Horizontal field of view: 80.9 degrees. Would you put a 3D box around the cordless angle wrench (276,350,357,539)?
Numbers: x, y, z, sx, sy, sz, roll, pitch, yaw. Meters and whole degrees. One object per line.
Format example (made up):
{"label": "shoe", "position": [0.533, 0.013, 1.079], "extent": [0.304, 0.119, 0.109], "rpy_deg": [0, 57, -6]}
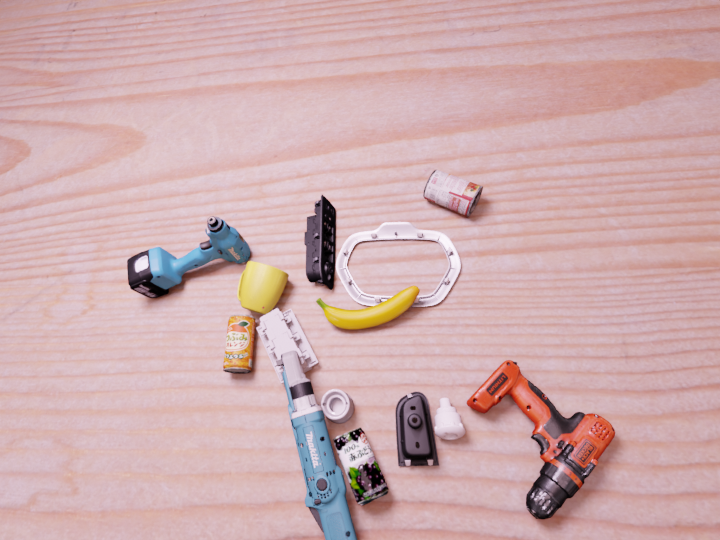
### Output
{"label": "cordless angle wrench", "position": [-0.057, 0.333, 0.659], "extent": [0.098, 0.072, 0.437], "rpy_deg": [-19, 68, 0]}

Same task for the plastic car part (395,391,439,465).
{"label": "plastic car part", "position": [0.089, 0.257, 0.694], "extent": [0.067, 0.068, 0.119], "rpy_deg": [-6, 66, 5]}

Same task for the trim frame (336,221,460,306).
{"label": "trim frame", "position": [0.073, -0.014, 0.857], "extent": [0.254, 0.026, 0.188], "rpy_deg": [-1, 63, 13]}

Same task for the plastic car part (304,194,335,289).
{"label": "plastic car part", "position": [-0.087, -0.057, 0.891], "extent": [0.068, 0.063, 0.209], "rpy_deg": [-13, 62, 14]}

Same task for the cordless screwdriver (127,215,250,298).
{"label": "cordless screwdriver", "position": [-0.368, -0.032, 0.884], "extent": [0.250, 0.153, 0.077], "rpy_deg": [-20, 64, 2]}
